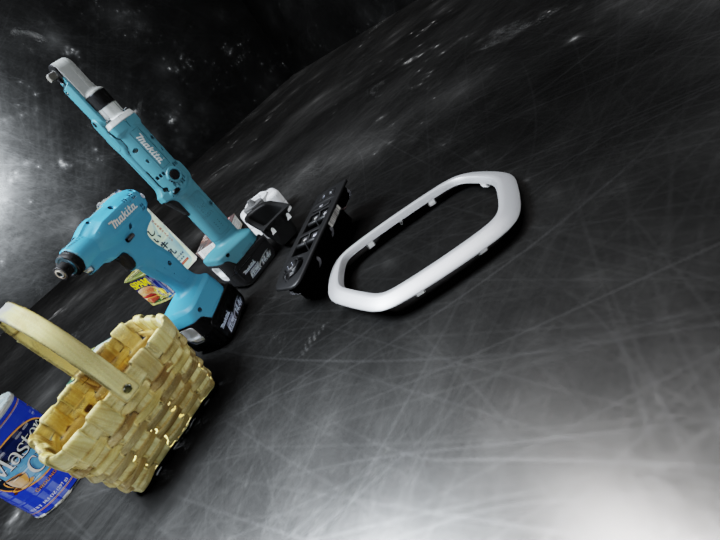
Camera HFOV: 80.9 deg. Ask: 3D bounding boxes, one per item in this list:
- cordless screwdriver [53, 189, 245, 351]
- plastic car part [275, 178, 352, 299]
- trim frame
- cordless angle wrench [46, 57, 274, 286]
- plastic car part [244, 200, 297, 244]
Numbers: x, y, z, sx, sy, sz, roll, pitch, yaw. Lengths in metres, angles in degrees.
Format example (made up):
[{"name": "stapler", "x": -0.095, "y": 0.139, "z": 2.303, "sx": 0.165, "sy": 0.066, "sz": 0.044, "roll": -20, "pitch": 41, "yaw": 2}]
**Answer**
[{"name": "cordless screwdriver", "x": -0.279, "y": 0.020, "z": 0.581, "sx": 0.076, "sy": 0.238, "sz": 0.162, "roll": -24, "pitch": 30, "yaw": 27}, {"name": "plastic car part", "x": -0.058, "y": -0.038, "z": 0.592, "sx": 0.069, "sy": 0.064, "sz": 0.204, "roll": -15, "pitch": 36, "yaw": 37}, {"name": "trim frame", "x": 0.067, "y": -0.038, "z": 0.490, "sx": 0.249, "sy": 0.026, "sz": 0.192, "roll": -37, "pitch": 29, "yaw": 4}, {"name": "cordless angle wrench", "x": -0.303, "y": -0.144, "z": 0.667, "sx": 0.078, "sy": 0.405, "sz": 0.098, "roll": -6, "pitch": 40, "yaw": 48}, {"name": "plastic car part", "x": -0.153, "y": -0.080, "z": 0.753, "sx": 0.065, "sy": 0.068, "sz": 0.122, "roll": -46, "pitch": 29, "yaw": -15}]
